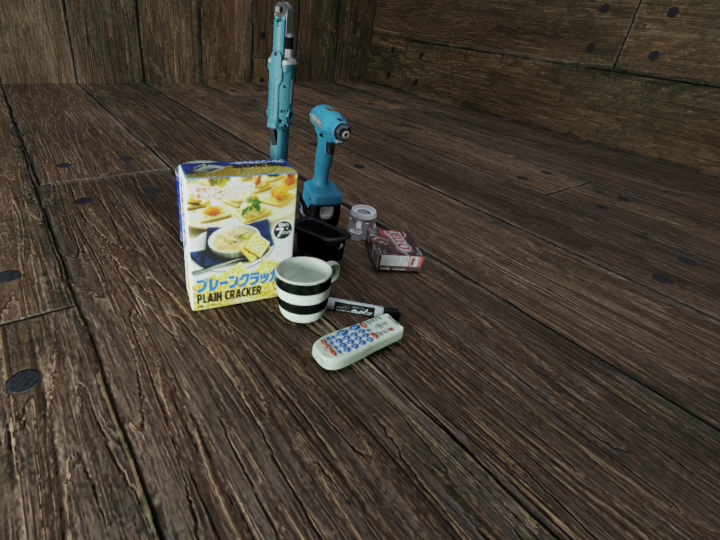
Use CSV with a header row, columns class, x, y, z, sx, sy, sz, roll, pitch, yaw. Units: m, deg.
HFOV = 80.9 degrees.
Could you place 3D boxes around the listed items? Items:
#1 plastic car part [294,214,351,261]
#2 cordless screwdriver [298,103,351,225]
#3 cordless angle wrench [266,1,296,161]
class,x,y,z,sx,sy,sz,roll,pitch,yaw
plastic car part,-0.077,-0.050,0.789,0.123,0.069,0.064,27,35,30
cordless screwdriver,-0.070,-0.204,0.877,0.072,0.243,0.167,-4,32,-22
cordless angle wrench,-0.174,-0.335,0.908,0.077,0.414,0.097,18,31,15
